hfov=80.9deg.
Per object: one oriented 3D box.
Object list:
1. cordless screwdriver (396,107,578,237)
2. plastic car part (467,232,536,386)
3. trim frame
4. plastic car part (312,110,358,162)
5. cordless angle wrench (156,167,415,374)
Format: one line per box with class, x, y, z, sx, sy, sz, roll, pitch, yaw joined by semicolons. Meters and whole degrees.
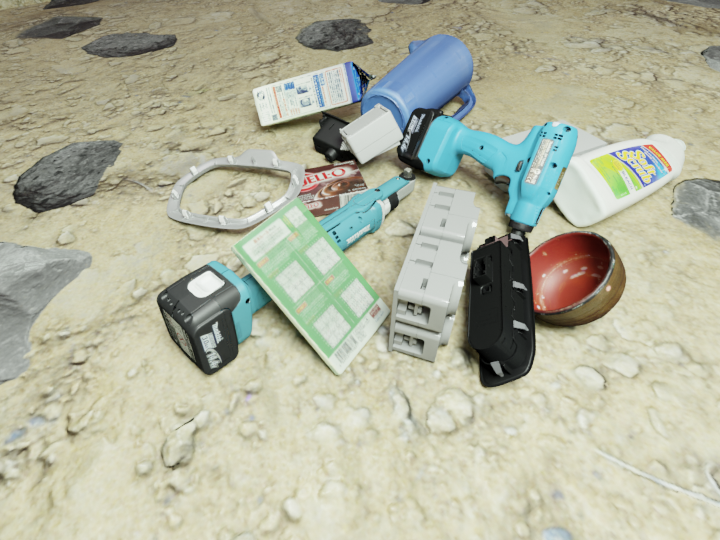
cordless screwdriver;0.170;-0.156;0.640;0.070;0.158;0.263;6;17;-48
plastic car part;0.154;0.028;0.474;0.068;0.064;0.206;-20;40;34
trim frame;-0.207;-0.137;0.684;0.260;0.026;0.184;10;51;27
plastic car part;-0.041;-0.230;0.769;0.122;0.063;0.070;35;71;28
cordless angle wrench;-0.055;-0.036;0.560;0.078;0.095;0.415;31;51;28
